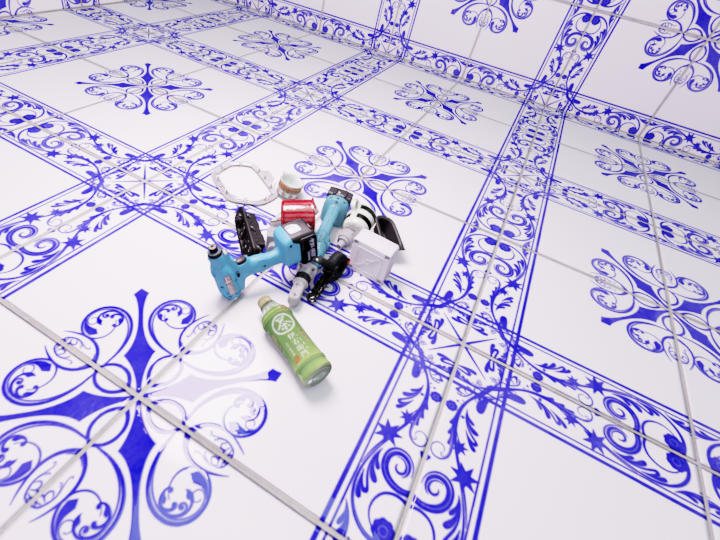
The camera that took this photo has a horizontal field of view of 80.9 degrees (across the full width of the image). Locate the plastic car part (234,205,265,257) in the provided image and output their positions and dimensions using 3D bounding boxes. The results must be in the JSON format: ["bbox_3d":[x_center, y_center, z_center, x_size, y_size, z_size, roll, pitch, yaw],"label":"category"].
[{"bbox_3d":[-0.292,-0.098,1.123,0.064,0.066,0.213,-1,42,-32],"label":"plastic car part"}]

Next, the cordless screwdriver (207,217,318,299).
[{"bbox_3d":[-0.222,-0.043,0.961,0.245,0.153,0.078,-28,51,-17],"label":"cordless screwdriver"}]

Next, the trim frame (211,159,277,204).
[{"bbox_3d":[-0.364,-0.283,1.336,0.178,0.027,0.262,-16,47,-29],"label":"trim frame"}]

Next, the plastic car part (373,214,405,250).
[{"bbox_3d":[0.068,-0.091,1.193,0.064,0.070,0.121,-4,60,-22],"label":"plastic car part"}]

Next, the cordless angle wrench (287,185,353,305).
[{"bbox_3d":[-0.110,-0.072,1.120,0.075,0.096,0.428,19,45,-1],"label":"cordless angle wrench"}]
